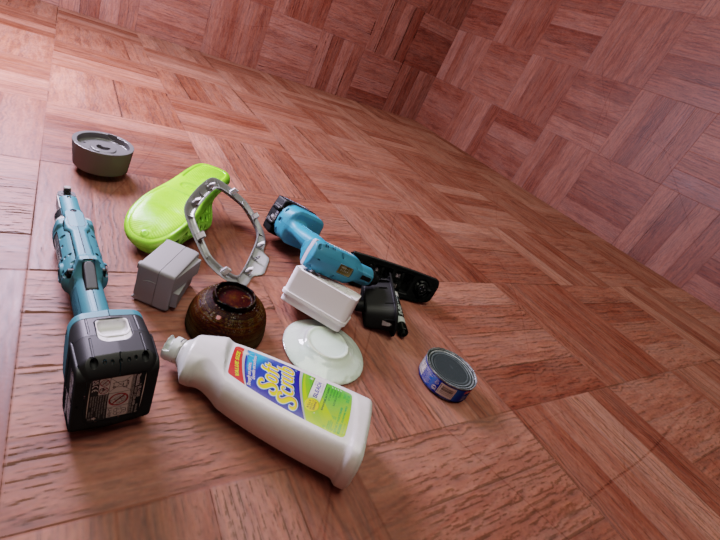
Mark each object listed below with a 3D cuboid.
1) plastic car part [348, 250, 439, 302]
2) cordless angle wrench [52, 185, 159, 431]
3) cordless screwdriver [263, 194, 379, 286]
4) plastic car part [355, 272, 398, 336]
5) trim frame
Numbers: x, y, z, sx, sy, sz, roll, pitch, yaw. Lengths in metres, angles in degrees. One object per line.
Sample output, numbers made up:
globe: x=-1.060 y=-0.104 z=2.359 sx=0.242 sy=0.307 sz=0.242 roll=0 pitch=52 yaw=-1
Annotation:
plastic car part: x=0.058 y=0.015 z=0.857 sx=0.199 sy=0.066 sz=0.068 roll=17 pitch=2 yaw=-11
cordless angle wrench: x=-0.352 y=0.002 z=0.537 sx=0.071 sy=0.097 sz=0.447 roll=0 pitch=32 yaw=-41
cordless screwdriver: x=-0.078 y=-0.051 z=0.794 sx=0.151 sy=0.074 sz=0.263 roll=24 pitch=12 yaw=-38
plastic car part: x=0.025 y=0.061 z=0.755 sx=0.071 sy=0.064 sz=0.119 roll=6 pitch=33 yaw=-4
trim frame: x=-0.224 y=-0.072 z=0.740 sx=0.177 sy=0.028 sz=0.254 roll=56 pitch=15 yaw=-23
